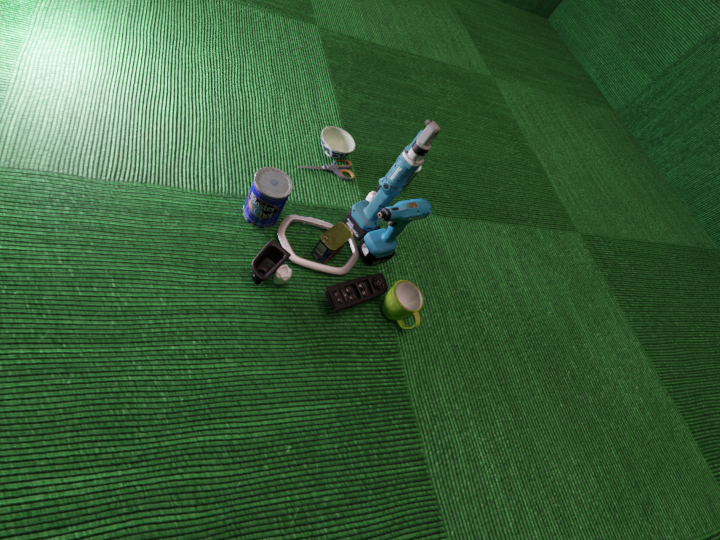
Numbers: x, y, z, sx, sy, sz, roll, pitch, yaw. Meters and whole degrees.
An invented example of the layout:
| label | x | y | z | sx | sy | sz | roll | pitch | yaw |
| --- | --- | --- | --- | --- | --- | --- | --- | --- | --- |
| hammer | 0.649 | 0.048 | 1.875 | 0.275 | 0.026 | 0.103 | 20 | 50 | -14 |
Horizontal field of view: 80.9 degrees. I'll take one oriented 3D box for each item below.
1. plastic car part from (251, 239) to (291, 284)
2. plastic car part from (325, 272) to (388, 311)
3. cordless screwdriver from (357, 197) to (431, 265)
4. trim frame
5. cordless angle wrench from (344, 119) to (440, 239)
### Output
| label | x | y | z | sx | sy | sz | roll | pitch | yaw |
| --- | --- | --- | --- | --- | --- | --- | --- | --- | --- |
| plastic car part | -0.239 | -0.010 | 1.062 | 0.066 | 0.071 | 0.116 | 37 | 50 | -1 |
| plastic car part | -0.010 | 0.060 | 1.122 | 0.196 | 0.067 | 0.068 | -18 | 69 | -33 |
| cordless screwdriver | 0.067 | -0.103 | 1.152 | 0.153 | 0.250 | 0.077 | -12 | 68 | -33 |
| trim frame | -0.117 | -0.076 | 1.192 | 0.241 | 0.027 | 0.189 | 12 | 54 | -17 |
| cordless angle wrench | 0.085 | -0.233 | 1.137 | 0.072 | 0.425 | 0.100 | -24 | 75 | -37 |
